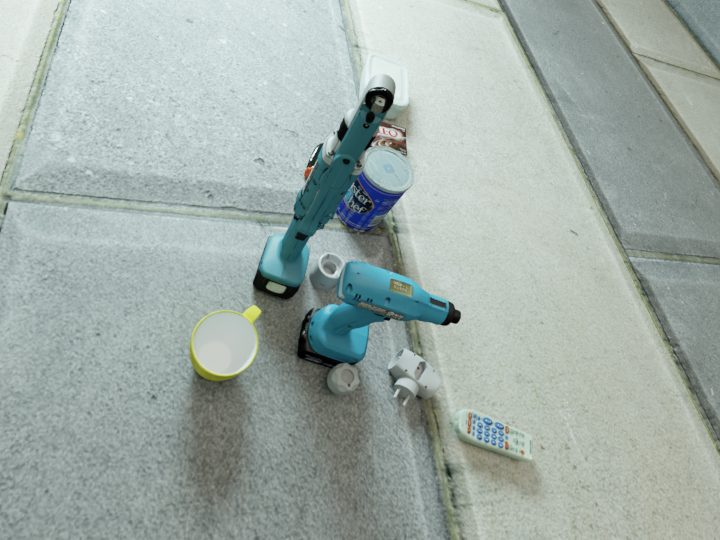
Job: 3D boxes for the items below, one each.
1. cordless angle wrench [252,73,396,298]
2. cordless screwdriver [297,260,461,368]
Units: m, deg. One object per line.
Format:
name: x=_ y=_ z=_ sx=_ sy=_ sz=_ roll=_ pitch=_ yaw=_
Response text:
cordless angle wrench: x=-0.060 y=-0.085 z=0.560 sx=0.073 sy=0.425 sz=0.100 roll=21 pitch=57 yaw=-15
cordless screwdriver: x=0.011 y=0.076 z=0.599 sx=0.156 sy=0.250 sz=0.076 roll=20 pitch=57 yaw=-14
